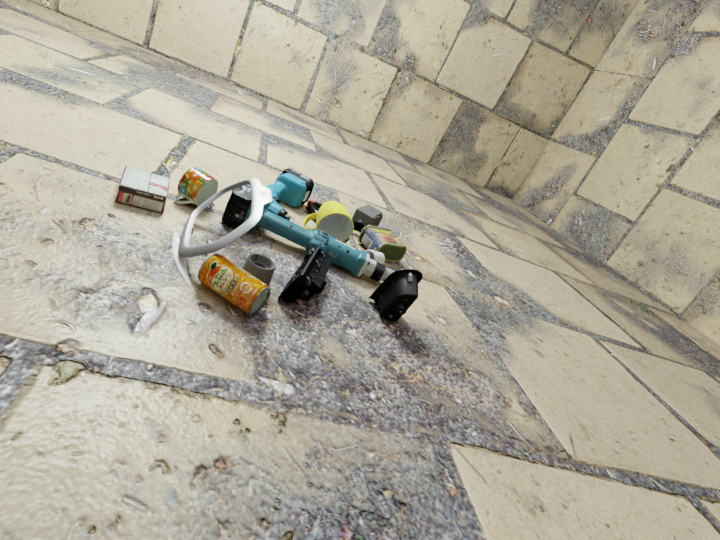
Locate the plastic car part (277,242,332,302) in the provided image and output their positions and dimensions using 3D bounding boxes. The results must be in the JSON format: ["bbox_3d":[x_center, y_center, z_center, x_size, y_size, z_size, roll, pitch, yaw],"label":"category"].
[{"bbox_3d":[-0.091,0.004,0.795,0.066,0.066,0.206,32,22,-11],"label":"plastic car part"}]

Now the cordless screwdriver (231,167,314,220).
[{"bbox_3d":[-0.198,-0.191,1.093,0.164,0.074,0.244,31,28,12],"label":"cordless screwdriver"}]

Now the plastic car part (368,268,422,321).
[{"bbox_3d":[0.070,0.054,0.799,0.064,0.117,0.073,20,48,-17],"label":"plastic car part"}]

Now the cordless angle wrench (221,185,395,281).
[{"bbox_3d":[-0.090,-0.059,0.925,0.420,0.074,0.099,26,23,-4],"label":"cordless angle wrench"}]

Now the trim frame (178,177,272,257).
[{"bbox_3d":[-0.244,-0.100,0.764,0.026,0.185,0.259,59,5,-33],"label":"trim frame"}]
